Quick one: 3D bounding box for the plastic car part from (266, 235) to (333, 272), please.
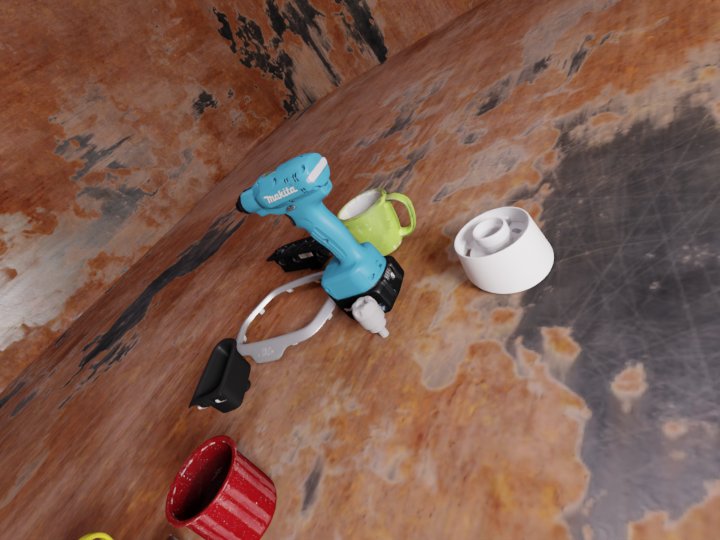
[{"bbox_3d":[-0.112,-0.033,0.841,0.212,0.064,0.066,-5,41,47],"label":"plastic car part"}]

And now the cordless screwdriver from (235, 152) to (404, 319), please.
[{"bbox_3d":[-0.058,-0.038,0.597,0.165,0.239,0.074,-16,32,39],"label":"cordless screwdriver"}]

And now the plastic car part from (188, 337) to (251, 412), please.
[{"bbox_3d":[-0.198,0.165,0.642,0.067,0.068,0.119,-27,29,22],"label":"plastic car part"}]

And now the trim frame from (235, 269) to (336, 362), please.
[{"bbox_3d":[-0.130,0.078,0.737,0.257,0.026,0.186,-18,34,34],"label":"trim frame"}]
